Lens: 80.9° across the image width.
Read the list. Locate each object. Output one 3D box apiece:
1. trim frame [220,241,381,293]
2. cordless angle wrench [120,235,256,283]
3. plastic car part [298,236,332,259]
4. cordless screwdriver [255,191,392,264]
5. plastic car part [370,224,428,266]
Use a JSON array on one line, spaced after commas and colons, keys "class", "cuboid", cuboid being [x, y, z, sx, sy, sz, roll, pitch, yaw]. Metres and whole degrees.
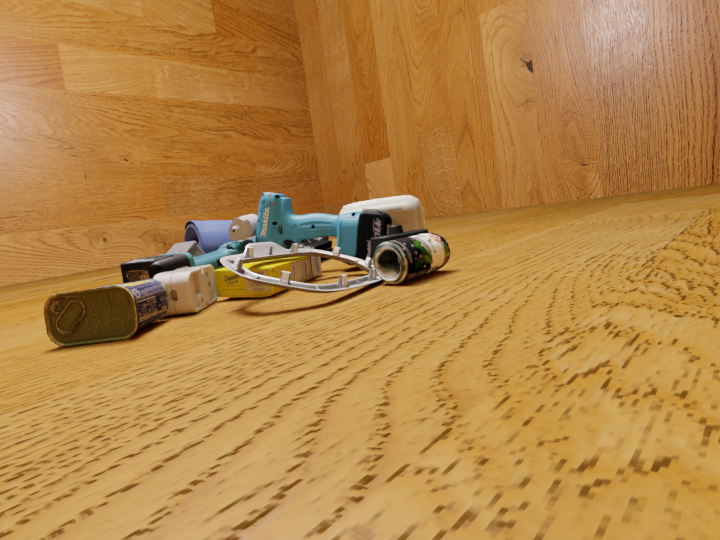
[{"class": "trim frame", "cuboid": [-0.069, -0.010, 0.569, 0.194, 0.027, 0.239, 15, 16, 31]}, {"class": "cordless angle wrench", "cuboid": [-0.241, -0.028, 0.804, 0.102, 0.073, 0.412, -5, 12, 27]}, {"class": "plastic car part", "cuboid": [-0.107, -0.046, 0.984, 0.069, 0.066, 0.198, 20, 14, 14]}, {"class": "cordless screwdriver", "cuboid": [-0.074, -0.049, 0.759, 0.256, 0.158, 0.072, 10, 6, 17]}, {"class": "plastic car part", "cuboid": [0.066, -0.037, 0.663, 0.113, 0.071, 0.068, -7, 3, -19]}]
